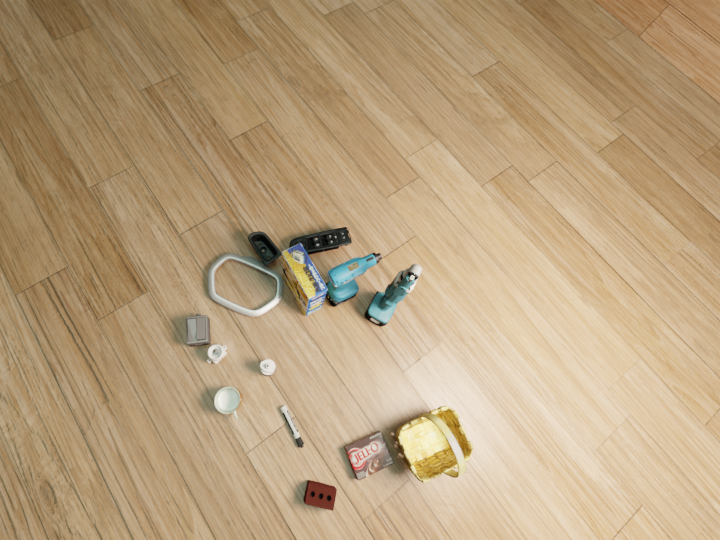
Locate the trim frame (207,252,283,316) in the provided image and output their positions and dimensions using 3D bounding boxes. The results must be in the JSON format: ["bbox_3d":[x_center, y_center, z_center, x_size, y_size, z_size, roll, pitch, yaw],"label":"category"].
[{"bbox_3d":[-0.364,0.042,1.335,0.250,0.027,0.185,21,68,4],"label":"trim frame"}]

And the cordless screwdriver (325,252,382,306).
[{"bbox_3d":[-0.029,0.023,1.252,0.157,0.246,0.076,-25,77,-16],"label":"cordless screwdriver"}]

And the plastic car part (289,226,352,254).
[{"bbox_3d":[-0.135,-0.089,1.385,0.200,0.066,0.068,-11,71,-9],"label":"plastic car part"}]

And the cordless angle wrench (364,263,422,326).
[{"bbox_3d":[0.094,0.062,1.154,0.075,0.419,0.098,30,69,1],"label":"cordless angle wrench"}]

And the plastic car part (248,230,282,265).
[{"bbox_3d":[-0.310,-0.069,1.361,0.065,0.070,0.120,-35,76,-18],"label":"plastic car part"}]
